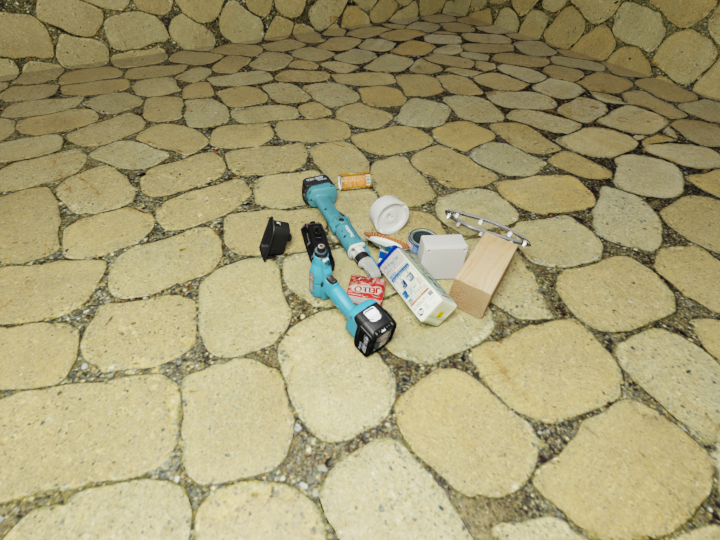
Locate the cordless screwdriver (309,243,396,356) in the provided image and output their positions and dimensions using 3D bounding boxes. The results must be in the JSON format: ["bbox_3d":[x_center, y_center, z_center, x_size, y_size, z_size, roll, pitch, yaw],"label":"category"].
[{"bbox_3d":[-0.031,0.058,0.943,0.072,0.154,0.262,-26,52,-29],"label":"cordless screwdriver"}]

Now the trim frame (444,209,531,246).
[{"bbox_3d":[0.332,-0.111,1.128,0.174,0.027,0.263,23,2,-41],"label":"trim frame"}]

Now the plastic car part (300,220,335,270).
[{"bbox_3d":[-0.113,-0.074,1.155,0.065,0.066,0.212,-2,45,-18],"label":"plastic car part"}]

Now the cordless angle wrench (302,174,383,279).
[{"bbox_3d":[-0.055,-0.126,1.204,0.096,0.072,0.445,-16,48,-20],"label":"cordless angle wrench"}]

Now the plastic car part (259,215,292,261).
[{"bbox_3d":[-0.222,-0.085,1.137,0.068,0.116,0.069,7,37,-33],"label":"plastic car part"}]
